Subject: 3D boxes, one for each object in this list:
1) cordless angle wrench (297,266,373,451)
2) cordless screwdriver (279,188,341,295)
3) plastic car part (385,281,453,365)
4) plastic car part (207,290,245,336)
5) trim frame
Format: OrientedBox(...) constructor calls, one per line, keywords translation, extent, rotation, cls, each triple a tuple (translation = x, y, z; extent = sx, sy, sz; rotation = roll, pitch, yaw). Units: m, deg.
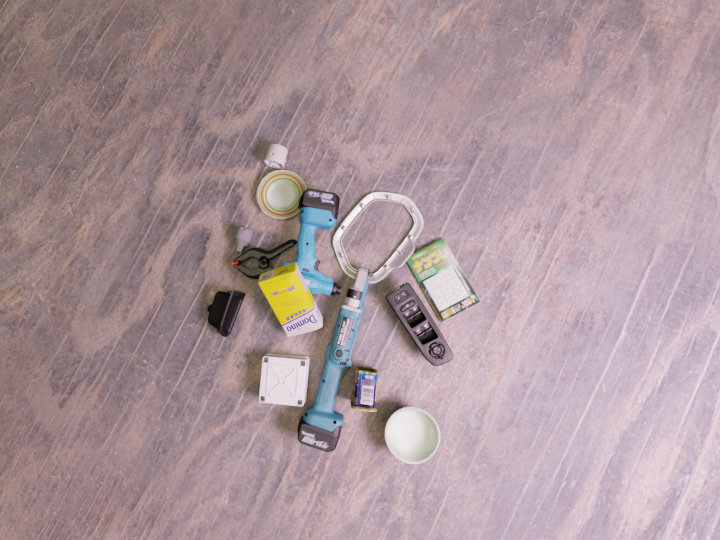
OrientedBox(translation=(-0.048, 0.195, 0.998), extent=(0.099, 0.073, 0.424), rotation=(15, 83, 5), cls="cordless angle wrench")
OrientedBox(translation=(-0.101, -0.066, 1.033), extent=(0.158, 0.075, 0.250), rotation=(14, 83, -5), cls="cordless screwdriver")
OrientedBox(translation=(0.137, 0.131, 0.995), extent=(0.066, 0.066, 0.208), rotation=(-31, 77, -9), cls="plastic car part")
OrientedBox(translation=(-0.346, 0.098, 1.053), extent=(0.074, 0.063, 0.116), rotation=(21, 87, 20), cls="plastic car part")
OrientedBox(translation=(0.045, -0.086, 1.058), extent=(0.187, 0.027, 0.248), rotation=(39, 85, 8), cls="trim frame")
